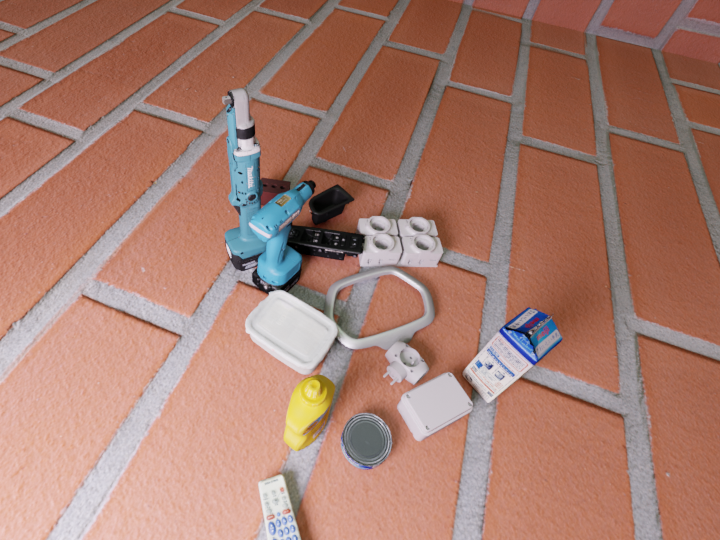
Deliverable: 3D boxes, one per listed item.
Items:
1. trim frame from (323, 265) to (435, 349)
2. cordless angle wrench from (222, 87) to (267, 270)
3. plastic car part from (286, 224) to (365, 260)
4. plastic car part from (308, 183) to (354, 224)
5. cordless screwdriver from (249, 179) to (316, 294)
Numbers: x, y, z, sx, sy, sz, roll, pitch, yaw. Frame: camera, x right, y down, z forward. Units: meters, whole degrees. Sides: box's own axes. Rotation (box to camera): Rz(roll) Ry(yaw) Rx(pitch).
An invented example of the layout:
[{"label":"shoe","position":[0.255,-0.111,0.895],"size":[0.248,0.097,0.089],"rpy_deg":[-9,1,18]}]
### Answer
[{"label":"trim frame","position":[0.039,0.078,0.905],"size":[0.243,0.027,0.193],"rpy_deg":[-16,56,-18]},{"label":"cordless angle wrench","position":[-0.220,-0.156,0.814],"size":[0.095,0.414,0.078],"rpy_deg":[-20,60,-24]},{"label":"plastic car part","position":[-0.095,-0.062,0.975],"size":[0.204,0.065,0.067],"rpy_deg":[11,52,2]},{"label":"plastic car part","position":[-0.083,-0.152,1.045],"size":[0.114,0.069,0.069],"rpy_deg":[-33,64,-28]},{"label":"cordless screwdriver","position":[-0.151,-0.062,0.856],"size":[0.077,0.243,0.158],"rpy_deg":[32,54,13]}]
